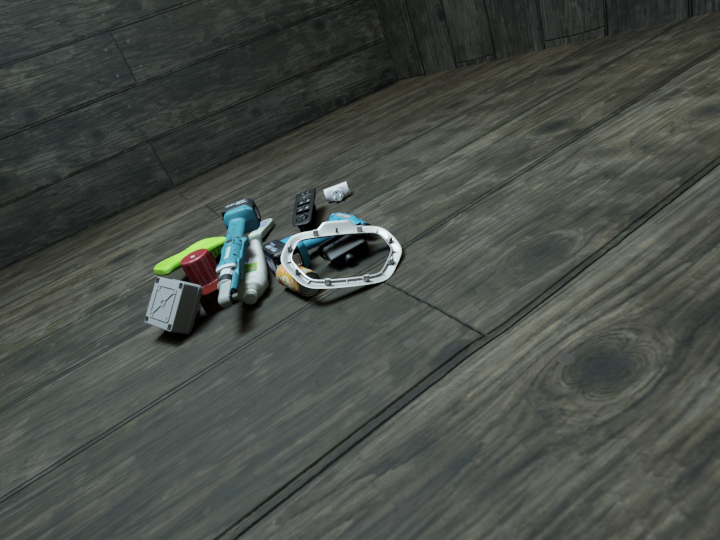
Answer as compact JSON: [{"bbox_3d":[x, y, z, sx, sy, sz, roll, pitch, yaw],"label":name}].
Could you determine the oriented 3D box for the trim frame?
[{"bbox_3d":[-0.039,-0.037,0.866,0.248,0.026,0.191,-7,44,-1],"label":"trim frame"}]

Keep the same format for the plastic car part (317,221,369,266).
[{"bbox_3d":[-0.028,-0.044,0.934,0.115,0.063,0.075,-30,40,-9],"label":"plastic car part"}]

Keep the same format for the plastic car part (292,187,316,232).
[{"bbox_3d":[-0.162,-0.170,1.247,0.067,0.064,0.208,-11,32,6],"label":"plastic car part"}]

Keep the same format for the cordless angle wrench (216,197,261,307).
[{"bbox_3d":[-0.298,-0.049,1.004,0.098,0.071,0.439,-20,33,2],"label":"cordless angle wrench"}]

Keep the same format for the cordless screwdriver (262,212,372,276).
[{"bbox_3d":[-0.098,-0.064,1.006,0.244,0.072,0.168,-31,27,-24],"label":"cordless screwdriver"}]
